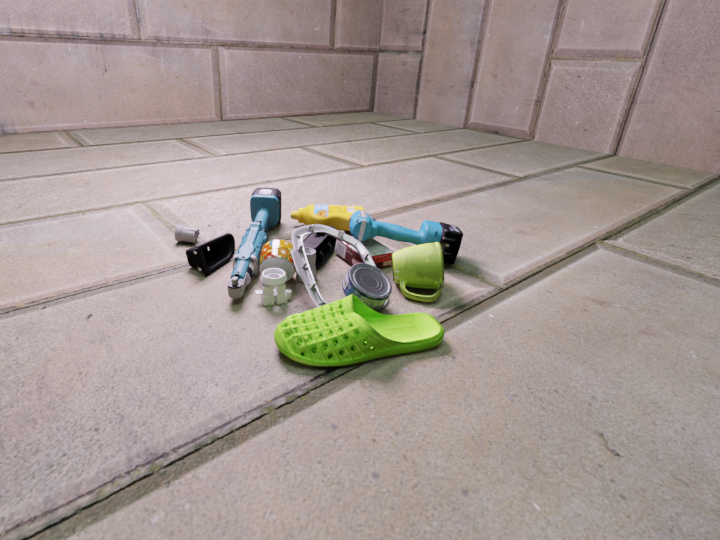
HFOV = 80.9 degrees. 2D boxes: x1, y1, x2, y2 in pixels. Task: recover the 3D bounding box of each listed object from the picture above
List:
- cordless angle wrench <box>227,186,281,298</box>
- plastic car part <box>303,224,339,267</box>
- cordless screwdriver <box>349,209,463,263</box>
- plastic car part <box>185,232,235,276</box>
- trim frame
[{"bbox_3d":[-0.236,-0.068,0.943,0.074,0.095,0.435,2,31,-4],"label":"cordless angle wrench"},{"bbox_3d":[-0.094,-0.062,0.963,0.068,0.066,0.203,16,31,9],"label":"plastic car part"},{"bbox_3d":[0.096,-0.091,0.975,0.248,0.073,0.162,11,19,-2],"label":"cordless screwdriver"},{"bbox_3d":[-0.327,-0.039,0.905,0.073,0.064,0.115,-3,20,20],"label":"plastic car part"},{"bbox_3d":[-0.044,-0.007,0.807,0.177,0.027,0.260,2,46,-26],"label":"trim frame"}]
